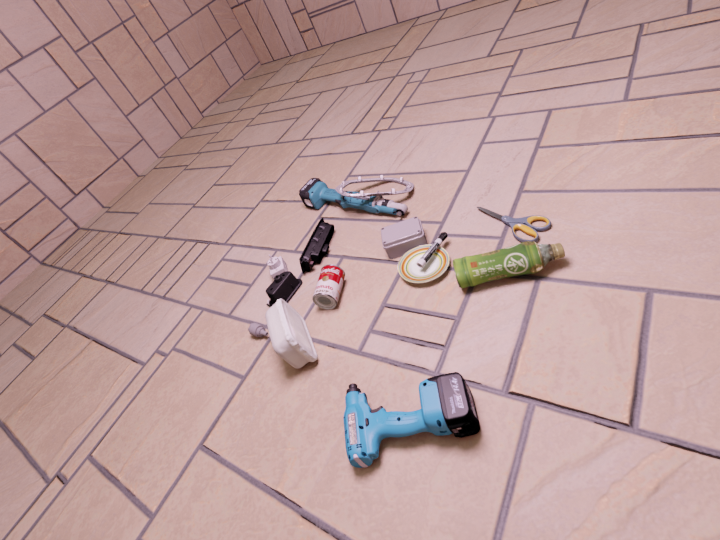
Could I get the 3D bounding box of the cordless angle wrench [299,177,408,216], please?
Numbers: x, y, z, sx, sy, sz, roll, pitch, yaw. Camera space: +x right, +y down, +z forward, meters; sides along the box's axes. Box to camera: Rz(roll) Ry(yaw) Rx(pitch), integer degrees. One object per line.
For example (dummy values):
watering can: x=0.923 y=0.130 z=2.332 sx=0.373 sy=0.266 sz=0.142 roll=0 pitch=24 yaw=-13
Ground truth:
cordless angle wrench: x=-0.026 y=-0.230 z=1.379 sx=0.447 sy=0.071 sz=0.097 roll=18 pitch=59 yaw=40

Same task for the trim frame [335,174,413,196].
trim frame: x=0.044 y=-0.267 z=1.339 sx=0.248 sy=0.027 sz=0.190 roll=-3 pitch=30 yaw=-2

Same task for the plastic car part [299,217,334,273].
plastic car part: x=-0.126 y=-0.083 z=1.291 sx=0.069 sy=0.063 sz=0.206 roll=0 pitch=47 yaw=19

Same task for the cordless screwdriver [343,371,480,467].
cordless screwdriver: x=0.082 y=0.257 z=0.795 sx=0.253 sy=0.070 sz=0.165 roll=-23 pitch=39 yaw=15

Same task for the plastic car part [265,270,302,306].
plastic car part: x=-0.228 y=0.047 z=1.213 sx=0.070 sy=0.067 sz=0.116 roll=15 pitch=60 yaw=40
